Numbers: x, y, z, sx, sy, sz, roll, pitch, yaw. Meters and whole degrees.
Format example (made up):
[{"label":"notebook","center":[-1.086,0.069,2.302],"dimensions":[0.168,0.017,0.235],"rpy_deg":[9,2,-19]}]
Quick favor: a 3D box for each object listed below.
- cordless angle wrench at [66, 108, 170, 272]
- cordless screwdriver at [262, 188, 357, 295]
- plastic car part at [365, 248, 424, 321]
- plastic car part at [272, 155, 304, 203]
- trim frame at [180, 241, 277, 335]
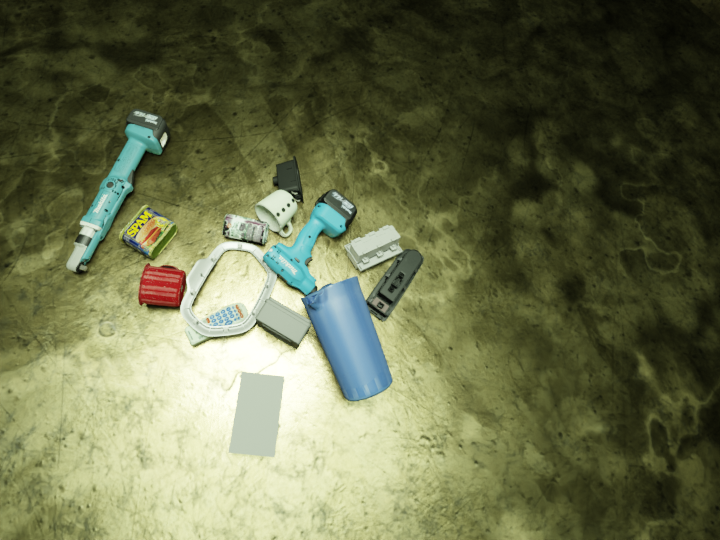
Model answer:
[{"label":"cordless angle wrench","center":[-0.585,-0.192,1.007],"dimensions":[0.098,0.074,0.427],"rpy_deg":[16,69,-3]},{"label":"cordless screwdriver","center":[-0.099,-0.065,1.015],"dimensions":[0.157,0.076,0.247],"rpy_deg":[42,70,-7]},{"label":"plastic car part","center":[0.088,0.020,1.016],"dimensions":[0.068,0.066,0.202],"rpy_deg":[32,64,10]},{"label":"plastic car part","center":[-0.189,-0.231,1.085],"dimensions":[0.071,0.064,0.120],"rpy_deg":[-14,66,0]},{"label":"trim frame","center":[-0.295,0.035,0.953],"dimensions":[0.186,0.027,0.251],"rpy_deg":[20,58,4]}]
